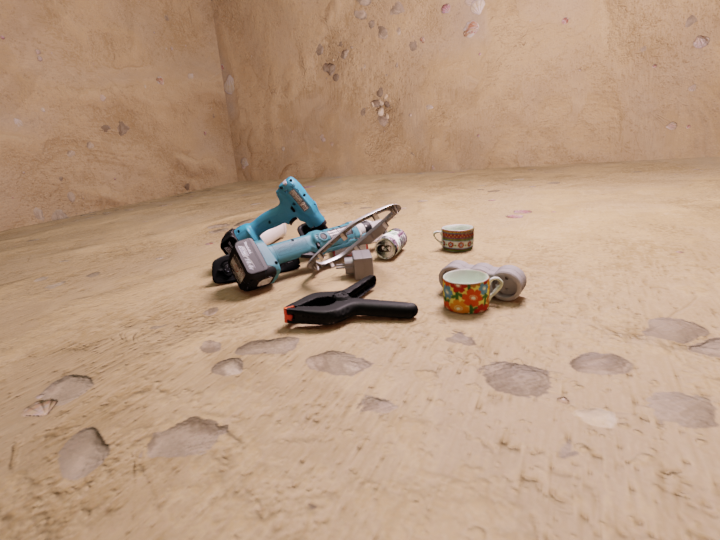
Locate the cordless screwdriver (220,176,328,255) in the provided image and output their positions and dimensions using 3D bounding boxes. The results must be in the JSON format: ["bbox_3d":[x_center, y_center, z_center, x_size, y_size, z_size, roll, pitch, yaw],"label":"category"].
[{"bbox_3d":[-0.212,-0.096,1.042,0.249,0.154,0.076,-39,17,5],"label":"cordless screwdriver"}]

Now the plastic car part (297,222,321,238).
[{"bbox_3d":[-0.119,-0.078,1.106,0.065,0.068,0.122,-27,31,-8],"label":"plastic car part"}]

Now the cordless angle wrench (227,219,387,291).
[{"bbox_3d":[-0.096,-0.063,0.981,0.409,0.101,0.074,-20,-21,-35],"label":"cordless angle wrench"}]

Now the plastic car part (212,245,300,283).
[{"bbox_3d":[-0.247,-0.018,0.983,0.197,0.066,0.069,-13,7,-23],"label":"plastic car part"}]

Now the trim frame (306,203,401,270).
[{"bbox_3d":[-0.014,-0.065,0.898,0.252,0.028,0.177,-40,-11,35],"label":"trim frame"}]
